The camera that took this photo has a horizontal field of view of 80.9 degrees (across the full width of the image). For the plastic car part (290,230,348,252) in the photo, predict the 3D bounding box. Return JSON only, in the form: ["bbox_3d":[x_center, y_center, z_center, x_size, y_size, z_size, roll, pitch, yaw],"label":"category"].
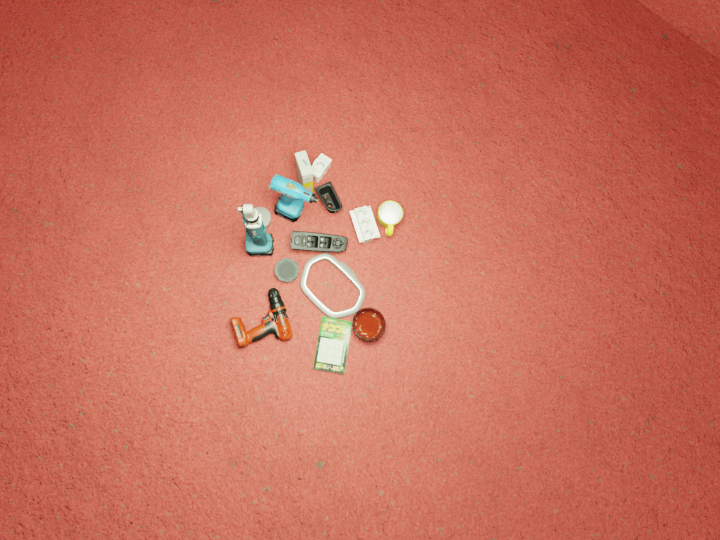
[{"bbox_3d":[-0.147,-0.096,1.504,0.202,0.066,0.067,3,77,-3],"label":"plastic car part"}]

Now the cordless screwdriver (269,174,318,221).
[{"bbox_3d":[-0.224,-0.235,1.443,0.160,0.247,0.074,25,76,-1],"label":"cordless screwdriver"}]

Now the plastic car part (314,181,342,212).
[{"bbox_3d":[-0.115,-0.254,1.545,0.065,0.070,0.119,-25,79,-11],"label":"plastic car part"}]

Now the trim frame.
[{"bbox_3d":[-0.098,0.053,1.488,0.252,0.027,0.183,43,77,8],"label":"trim frame"}]

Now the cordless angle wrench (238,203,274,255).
[{"bbox_3d":[-0.327,-0.126,1.320,0.097,0.421,0.075,-2,79,-9],"label":"cordless angle wrench"}]
